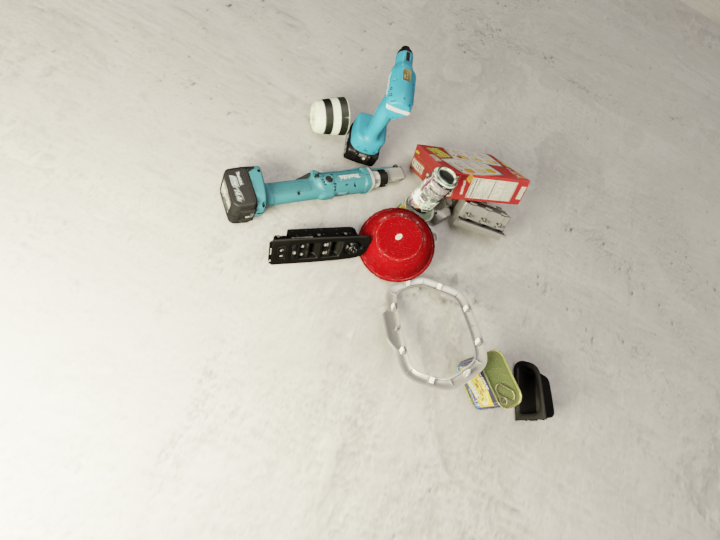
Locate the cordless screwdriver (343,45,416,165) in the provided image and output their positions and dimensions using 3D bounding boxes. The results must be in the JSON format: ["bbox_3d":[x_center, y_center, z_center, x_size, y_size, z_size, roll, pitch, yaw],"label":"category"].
[{"bbox_3d":[0.044,-0.343,0.905,0.072,0.251,0.162,15,68,-17],"label":"cordless screwdriver"}]

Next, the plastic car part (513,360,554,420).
[{"bbox_3d":[0.354,0.247,0.847,0.068,0.067,0.118,28,55,-25],"label":"plastic car part"}]

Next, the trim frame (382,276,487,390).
[{"bbox_3d":[0.135,0.108,0.805,0.183,0.027,0.257,-4,50,-3],"label":"trim frame"}]

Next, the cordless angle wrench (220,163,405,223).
[{"bbox_3d":[-0.078,-0.181,0.895,0.409,0.075,0.100,-13,73,-26],"label":"cordless angle wrench"}]

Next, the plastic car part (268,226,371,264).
[{"bbox_3d":[-0.082,-0.053,0.834,0.199,0.065,0.070,-1,38,-13],"label":"plastic car part"}]
